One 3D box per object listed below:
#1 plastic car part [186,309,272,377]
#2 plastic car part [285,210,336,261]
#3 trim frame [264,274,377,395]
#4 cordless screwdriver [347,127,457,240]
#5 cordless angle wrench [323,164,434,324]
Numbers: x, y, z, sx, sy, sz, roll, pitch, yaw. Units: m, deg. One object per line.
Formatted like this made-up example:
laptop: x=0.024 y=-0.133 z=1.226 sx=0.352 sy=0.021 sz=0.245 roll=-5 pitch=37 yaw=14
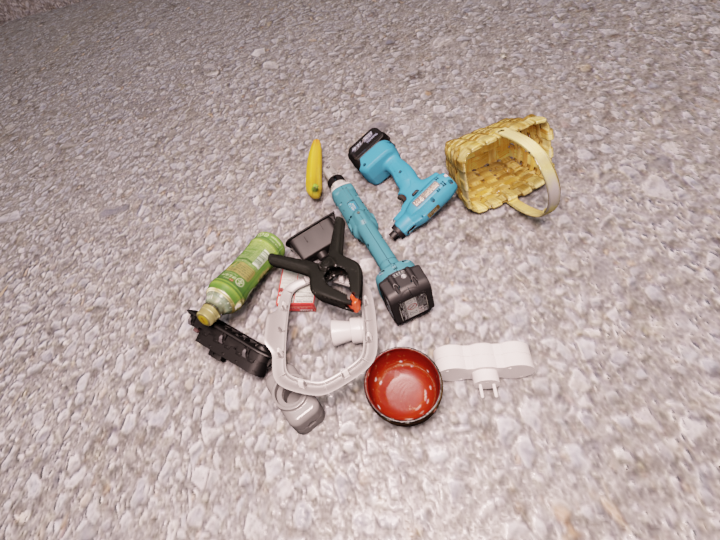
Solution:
plastic car part: x=-0.228 y=0.130 z=0.744 sx=0.212 sy=0.063 sz=0.067 roll=17 pitch=74 yaw=26
plastic car part: x=-0.083 y=-0.054 z=0.849 sx=0.116 sy=0.064 sz=0.074 roll=-34 pitch=68 yaw=-8
trim frame: x=-0.066 y=0.089 z=0.696 sx=0.187 sy=0.026 sz=0.256 roll=-10 pitch=45 yaw=8
cordless screwdriver: x=0.062 y=-0.183 z=0.887 sx=0.159 sy=0.070 sz=0.262 roll=-45 pitch=54 yaw=6
cordless angle wrench: x=0.005 y=-0.089 z=0.830 sx=0.074 sy=0.093 sz=0.445 roll=-26 pitch=49 yaw=-3
